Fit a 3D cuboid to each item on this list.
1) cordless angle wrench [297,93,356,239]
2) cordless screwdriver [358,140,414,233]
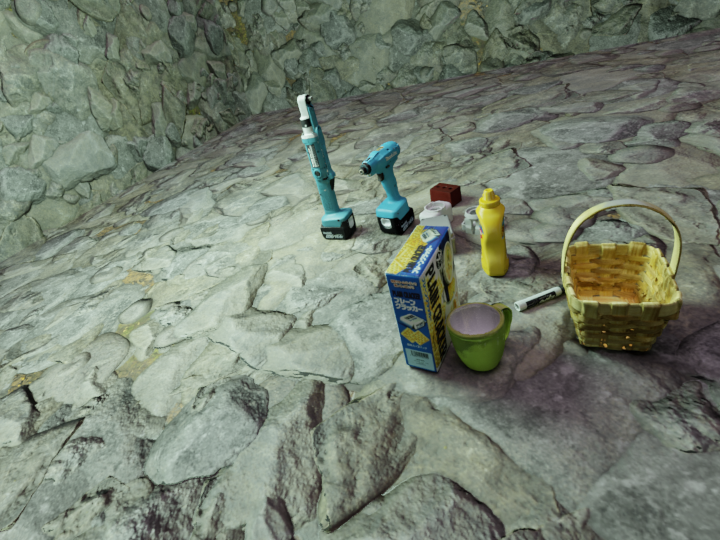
[{"bbox_3d":[-0.108,-0.284,1.198,0.102,0.407,0.074,3,34,29],"label":"cordless angle wrench"},{"bbox_3d":[0.068,-0.213,1.163,0.078,0.239,0.157,11,39,38],"label":"cordless screwdriver"}]
